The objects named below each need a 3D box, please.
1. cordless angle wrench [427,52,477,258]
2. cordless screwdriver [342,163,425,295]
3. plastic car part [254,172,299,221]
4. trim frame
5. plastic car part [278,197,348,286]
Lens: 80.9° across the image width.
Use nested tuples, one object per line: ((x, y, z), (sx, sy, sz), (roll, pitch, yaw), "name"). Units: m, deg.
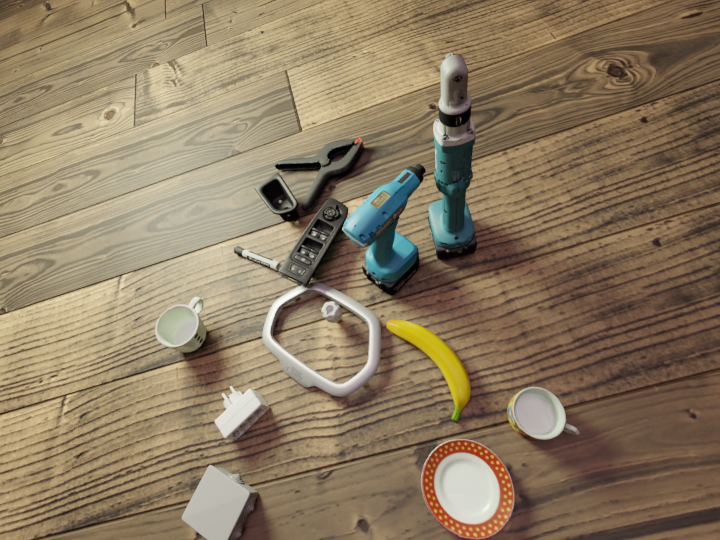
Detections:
((0.143, -0.147, 0.654), (0.075, 0.405, 0.101), (-11, 63, 6), "cordless angle wrench")
((0.059, -0.064, 0.732), (0.078, 0.238, 0.158), (39, 78, 25), "cordless screwdriver")
((-0.174, -0.149, 0.938), (0.066, 0.068, 0.122), (-34, 61, -4), "plastic car part")
((-0.075, 0.124, 0.796), (0.260, 0.026, 0.184), (27, 74, 26), "trim frame")
((-0.085, -0.056, 0.868), (0.069, 0.064, 0.203), (21, 71, 22), "plastic car part")
